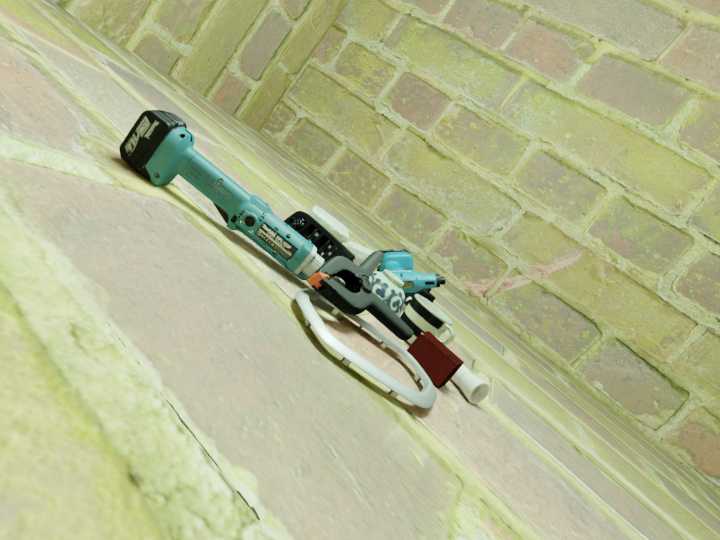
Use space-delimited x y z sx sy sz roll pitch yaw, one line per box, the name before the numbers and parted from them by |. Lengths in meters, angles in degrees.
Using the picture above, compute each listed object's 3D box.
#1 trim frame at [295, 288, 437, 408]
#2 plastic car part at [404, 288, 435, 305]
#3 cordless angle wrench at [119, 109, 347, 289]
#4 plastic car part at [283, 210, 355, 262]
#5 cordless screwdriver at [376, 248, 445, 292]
trim frame | 0.008 0.105 0.595 0.244 0.027 0.187 33 12 -10
plastic car part | 0.158 0.068 1.139 0.110 0.071 0.070 24 18 -42
cordless angle wrench | -0.171 -0.082 0.663 0.417 0.098 0.075 39 13 -7
plastic car part | -0.088 -0.058 0.900 0.214 0.066 0.063 43 2 31
cordless screwdriver | 0.120 0.002 1.107 0.160 0.073 0.251 -2 14 1
